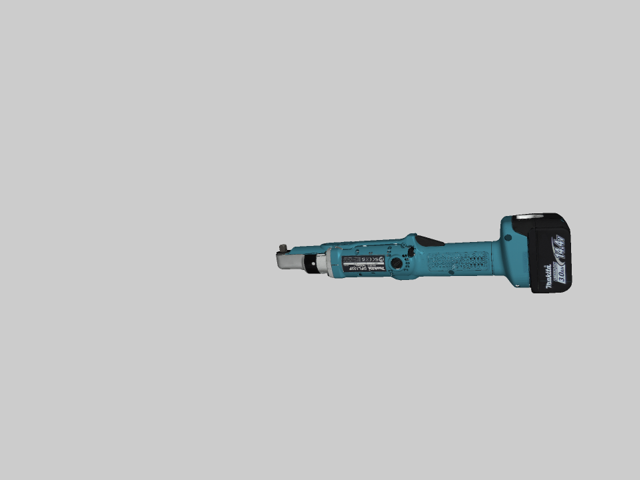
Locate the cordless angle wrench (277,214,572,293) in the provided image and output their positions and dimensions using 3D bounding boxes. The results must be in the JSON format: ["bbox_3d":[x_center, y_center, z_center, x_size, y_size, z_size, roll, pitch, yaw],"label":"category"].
[{"bbox_3d":[0.120,0.026,0.621,0.424,0.098,0.074,-3,11,26],"label":"cordless angle wrench"}]
